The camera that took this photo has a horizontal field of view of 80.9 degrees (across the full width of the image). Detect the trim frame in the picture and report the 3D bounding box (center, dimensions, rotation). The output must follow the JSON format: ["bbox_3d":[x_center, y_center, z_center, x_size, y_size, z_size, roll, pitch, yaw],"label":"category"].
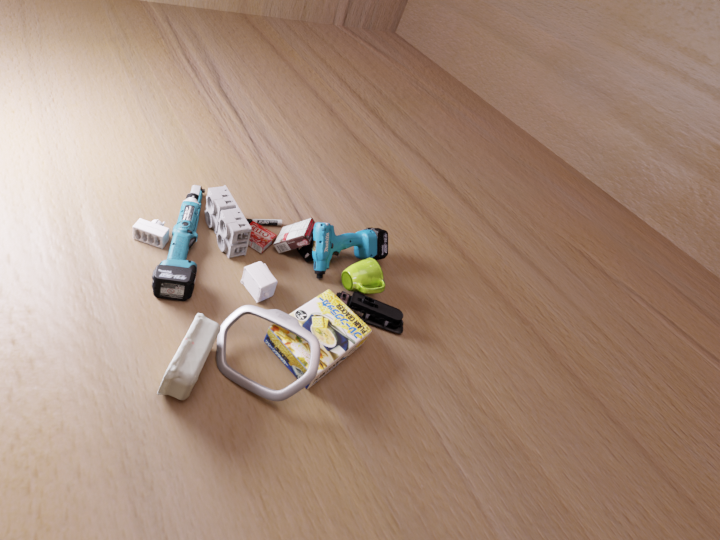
[{"bbox_3d":[-0.207,0.175,0.935,0.257,0.026,0.185,21,71,17],"label":"trim frame"}]

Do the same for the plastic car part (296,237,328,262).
[{"bbox_3d":[-0.123,-0.081,1.261,0.113,0.070,0.069,-20,59,-34],"label":"plastic car part"}]

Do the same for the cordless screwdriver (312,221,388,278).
[{"bbox_3d":[-0.034,-0.057,1.249,0.238,0.158,0.078,0,5,-35],"label":"cordless screwdriver"}]

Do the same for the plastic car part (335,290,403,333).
[{"bbox_3d":[0.030,0.104,1.145,0.203,0.066,0.067,25,35,-1],"label":"plastic car part"}]

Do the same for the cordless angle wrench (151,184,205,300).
[{"bbox_3d":[-0.475,-0.105,1.148,0.095,0.073,0.440,7,42,-18],"label":"cordless angle wrench"}]
